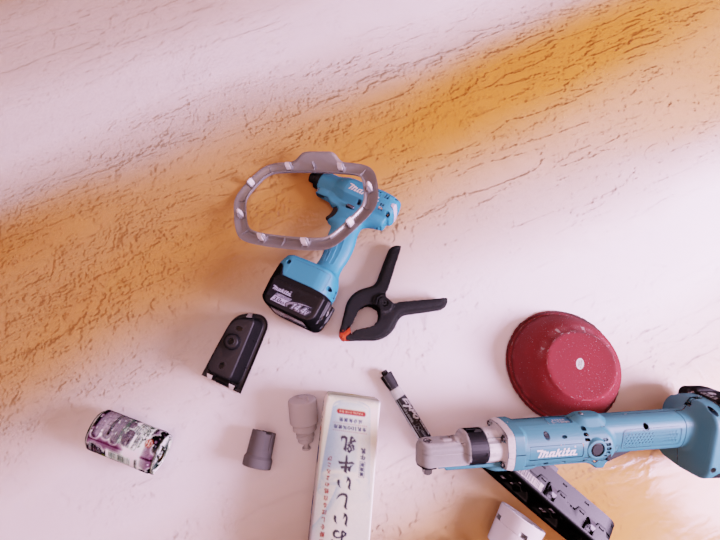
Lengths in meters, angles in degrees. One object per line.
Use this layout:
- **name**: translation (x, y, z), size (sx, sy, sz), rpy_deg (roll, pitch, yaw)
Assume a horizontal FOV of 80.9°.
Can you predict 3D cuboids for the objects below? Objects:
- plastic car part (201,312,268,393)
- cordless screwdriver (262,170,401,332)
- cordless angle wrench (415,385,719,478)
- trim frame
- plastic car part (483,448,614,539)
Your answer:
- **plastic car part**: translation (-0.184, 0.112, 0.614), size (0.067, 0.070, 0.117), rpy_deg (22, 79, 4)
- **cordless screwdriver**: translation (-0.064, -0.042, 0.654), size (0.165, 0.072, 0.249), rpy_deg (26, 72, 19)
- **cordless angle wrench**: translation (0.273, 0.207, 0.519), size (0.418, 0.076, 0.097), rpy_deg (-1, 97, -7)
- **trim frame**: translation (-0.093, -0.112, 0.656), size (0.259, 0.026, 0.186), rpy_deg (6, 60, 26)
- **plastic car part**: translation (0.242, 0.289, 0.551), size (0.209, 0.066, 0.066), rpy_deg (43, 55, 14)
